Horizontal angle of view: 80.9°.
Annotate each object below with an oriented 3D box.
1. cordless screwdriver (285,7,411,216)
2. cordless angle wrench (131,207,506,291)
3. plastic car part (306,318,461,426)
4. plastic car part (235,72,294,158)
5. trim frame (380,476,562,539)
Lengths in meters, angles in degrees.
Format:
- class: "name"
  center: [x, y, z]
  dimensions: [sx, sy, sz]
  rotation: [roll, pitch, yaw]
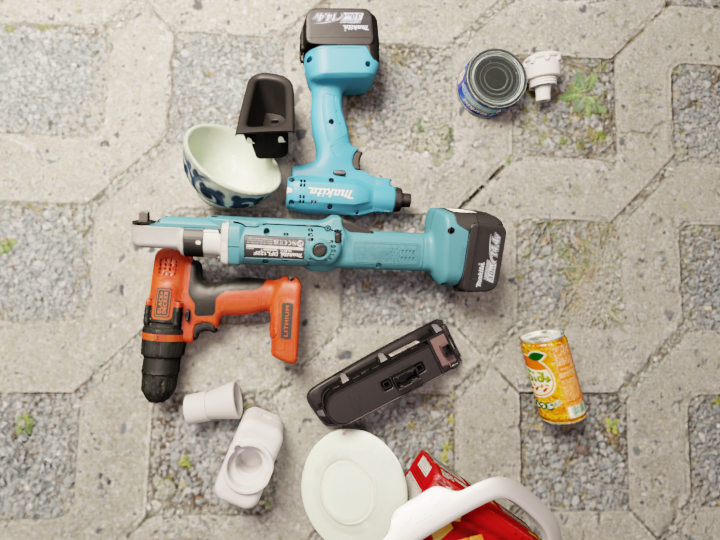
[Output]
- class: "cordless screwdriver"
  center: [-0.009, -0.193, 0.538]
  dimensions: [0.158, 0.075, 0.249]
  rotation: [3, 90, -5]
- class: "cordless angle wrench"
  center: [-0.049, -0.032, 0.499]
  dimensions: [0.418, 0.076, 0.097]
  rotation: [2, 104, -7]
- class: "plastic car part"
  center: [0.034, 0.136, 0.522]
  dimensions: [0.202, 0.068, 0.066]
  rotation: [-25, 98, -3]
- class: "plastic car part"
  center: [-0.110, -0.182, 0.520]
  dimensions: [0.066, 0.069, 0.120]
  rotation: [-2, 52, -1]
- class: "trim frame"
  center: [0.105, 0.330, 0.455]
  dimensions: [0.248, 0.027, 0.184]
  rotation: [-30, 90, -2]
